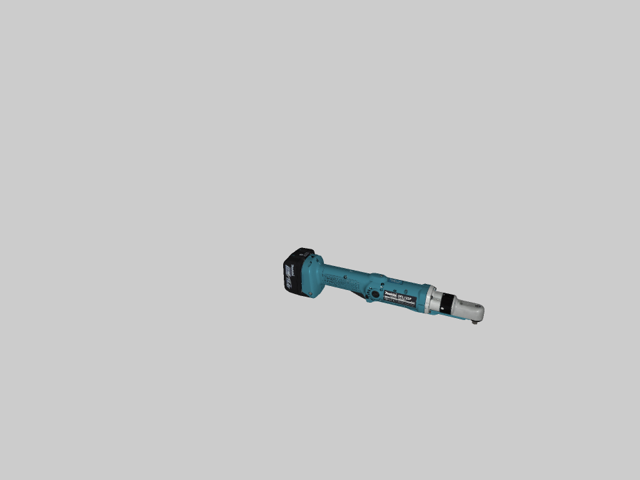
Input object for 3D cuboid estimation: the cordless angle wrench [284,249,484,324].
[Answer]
[{"bbox_3d":[0.123,0.103,0.896,0.423,0.098,0.074,11,28,23],"label":"cordless angle wrench"}]
